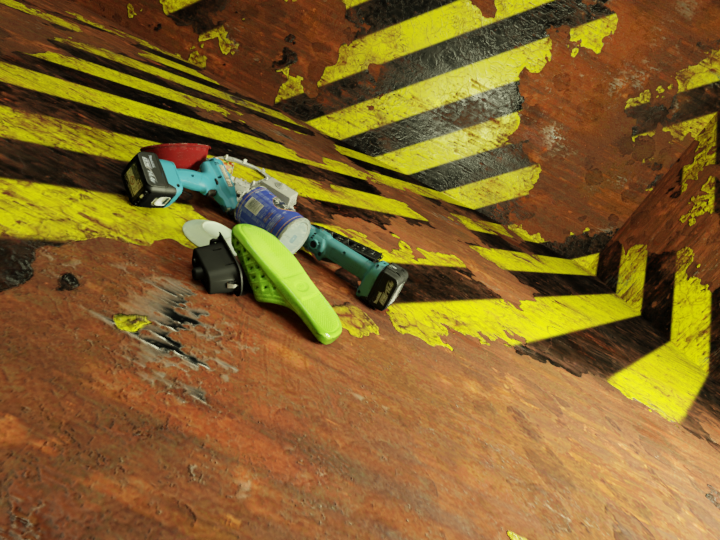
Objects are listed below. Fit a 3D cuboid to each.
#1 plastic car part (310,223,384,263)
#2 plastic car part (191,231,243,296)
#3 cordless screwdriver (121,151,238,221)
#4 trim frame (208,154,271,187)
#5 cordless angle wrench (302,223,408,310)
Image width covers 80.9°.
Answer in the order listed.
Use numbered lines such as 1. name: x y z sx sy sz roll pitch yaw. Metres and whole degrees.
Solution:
1. plastic car part: -0.049 -0.057 1.041 0.209 0.066 0.065 29 29 14
2. plastic car part: -0.252 -0.004 0.719 0.068 0.065 0.123 -8 43 -33
3. cordless screwdriver: -0.364 -0.170 0.903 0.240 0.076 0.162 -16 74 -58
4. trim frame: -0.357 -0.298 1.269 0.186 0.027 0.247 30 20 3
5. cordless angle wrench: -0.096 -0.063 0.980 0.439 0.097 0.072 32 25 19
